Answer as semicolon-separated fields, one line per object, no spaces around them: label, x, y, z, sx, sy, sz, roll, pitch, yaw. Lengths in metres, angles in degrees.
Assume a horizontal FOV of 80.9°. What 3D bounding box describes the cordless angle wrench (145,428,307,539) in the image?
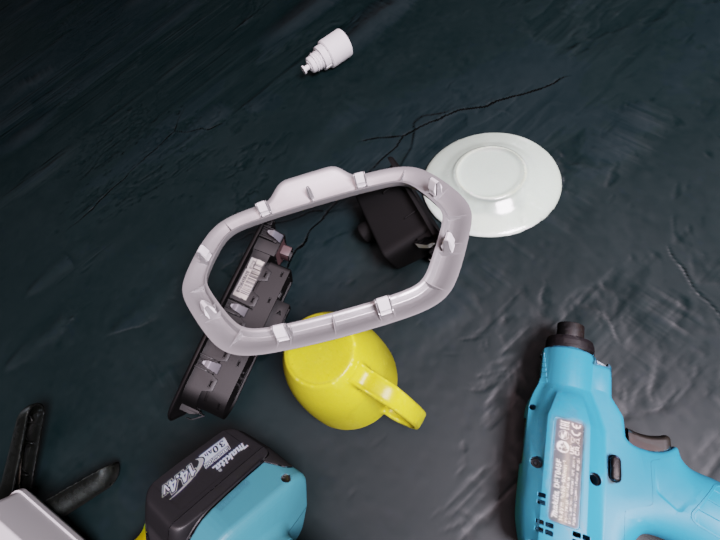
cordless angle wrench;0.051;0.227;0.205;0.445;0.073;0.095;19;26;31

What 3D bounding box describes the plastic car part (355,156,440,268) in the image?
plastic car part;0.033;-0.049;0.417;0.071;0.062;0.122;-35;54;12

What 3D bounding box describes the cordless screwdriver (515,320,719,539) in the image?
cordless screwdriver;0.233;0.125;0.248;0.259;0.070;0.161;7;65;25

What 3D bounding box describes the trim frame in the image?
trim frame;-0.034;-0.022;0.351;0.251;0.026;0.191;-17;46;7

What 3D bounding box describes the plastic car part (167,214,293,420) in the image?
plastic car part;-0.111;0.052;0.407;0.067;0.066;0.204;27;69;-1
